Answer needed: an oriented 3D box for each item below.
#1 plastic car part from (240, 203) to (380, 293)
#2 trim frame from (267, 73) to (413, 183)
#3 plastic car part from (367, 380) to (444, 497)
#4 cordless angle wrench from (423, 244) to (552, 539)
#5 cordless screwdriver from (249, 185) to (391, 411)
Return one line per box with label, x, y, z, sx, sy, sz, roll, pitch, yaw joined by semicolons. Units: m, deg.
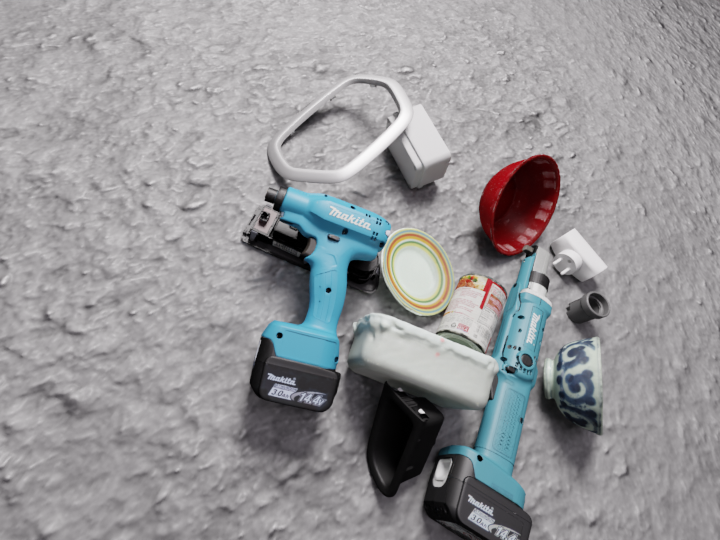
plastic car part;-0.057;-0.037;0.583;0.201;0.067;0.067;27;54;-4
trim frame;-0.032;-0.224;0.659;0.193;0.026;0.247;37;76;28
plastic car part;0.056;0.191;0.482;0.068;0.115;0.070;0;22;-32
cordless angle wrench;0.202;0.126;0.563;0.098;0.074;0.424;30;58;-1
cordless screwdriver;-0.071;0.025;0.501;0.157;0.075;0.250;19;76;-7
